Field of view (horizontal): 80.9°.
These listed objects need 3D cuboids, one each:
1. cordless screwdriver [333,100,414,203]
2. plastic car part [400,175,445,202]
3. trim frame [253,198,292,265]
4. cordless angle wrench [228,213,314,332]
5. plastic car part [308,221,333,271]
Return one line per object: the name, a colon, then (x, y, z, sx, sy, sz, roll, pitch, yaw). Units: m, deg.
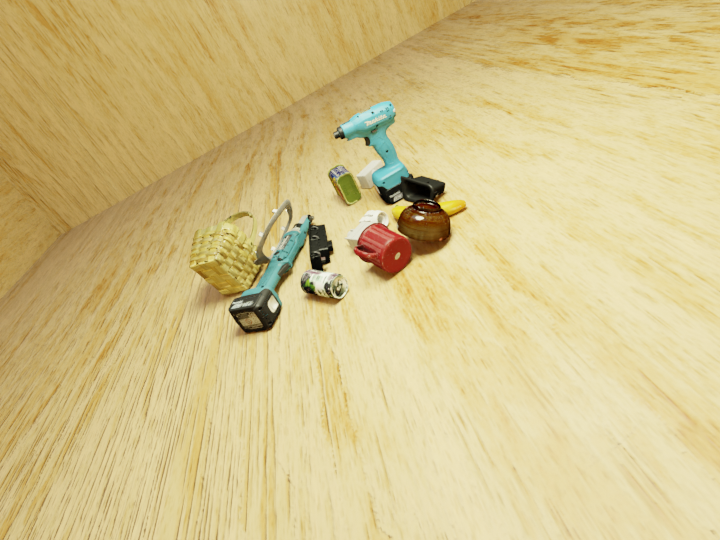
cordless screwdriver: (0.040, -0.288, 1.084, 0.159, 0.238, 0.077, -24, 30, 0)
plastic car part: (0.164, -0.205, 1.050, 0.069, 0.064, 0.123, -28, 32, -25)
trim frame: (-0.226, -0.094, 1.104, 0.184, 0.027, 0.247, -65, 3, -7)
cordless angle wrench: (-0.203, -0.023, 1.091, 0.101, 0.071, 0.427, -14, 34, 25)
plastic car part: (-0.105, -0.069, 1.077, 0.067, 0.064, 0.211, -19, 33, 0)
